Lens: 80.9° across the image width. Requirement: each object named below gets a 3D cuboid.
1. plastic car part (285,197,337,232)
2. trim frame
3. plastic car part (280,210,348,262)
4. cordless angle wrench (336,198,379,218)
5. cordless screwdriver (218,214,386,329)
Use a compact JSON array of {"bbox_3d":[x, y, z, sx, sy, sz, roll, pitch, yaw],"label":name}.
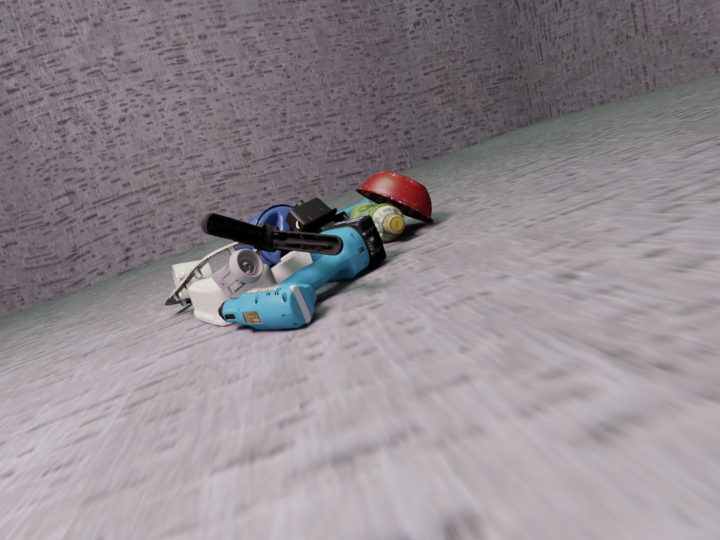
[{"bbox_3d":[-0.113,-0.116,0.891,0.114,0.072,0.066,-40,-11,-41],"label":"plastic car part"},{"bbox_3d":[-0.273,0.007,0.799,0.253,0.028,0.178,-33,-6,38],"label":"trim frame"},{"bbox_3d":[-0.085,-0.056,0.871,0.197,0.069,0.066,-29,-22,-45],"label":"plastic car part"},{"bbox_3d":[-0.099,-0.135,1.188,0.420,0.073,0.100,-23,12,-5],"label":"cordless angle wrench"},{"bbox_3d":[-0.080,0.005,0.610,0.166,0.073,0.244,-9,21,39],"label":"cordless screwdriver"}]
